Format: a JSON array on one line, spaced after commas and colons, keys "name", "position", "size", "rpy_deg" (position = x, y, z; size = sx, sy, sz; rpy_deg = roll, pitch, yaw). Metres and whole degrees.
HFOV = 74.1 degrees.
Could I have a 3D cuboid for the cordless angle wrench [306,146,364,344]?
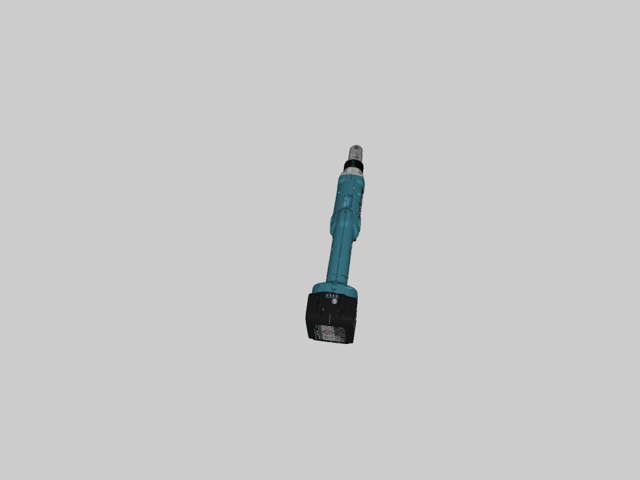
[{"name": "cordless angle wrench", "position": [0.045, -0.026, 0.768], "size": [0.074, 0.421, 0.098], "rpy_deg": [5, -36, 7]}]
